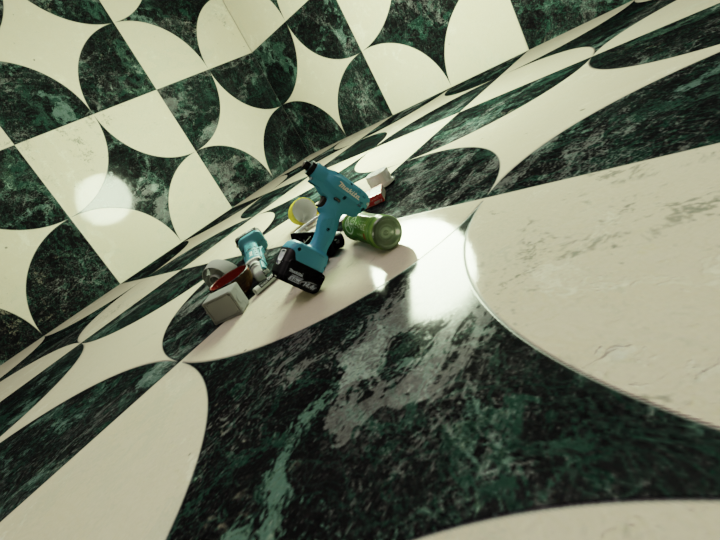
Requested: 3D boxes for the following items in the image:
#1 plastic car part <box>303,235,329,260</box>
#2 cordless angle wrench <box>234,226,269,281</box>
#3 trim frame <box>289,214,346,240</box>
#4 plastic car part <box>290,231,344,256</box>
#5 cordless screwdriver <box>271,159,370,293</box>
[{"bbox_3d":[-0.113,-0.016,0.944,0.074,0.063,0.115,4,40,36],"label":"plastic car part"},{"bbox_3d":[-0.316,-0.042,1.260,0.097,0.072,0.439,-33,23,-6],"label":"cordless angle wrench"},{"bbox_3d":[-0.108,-0.142,1.256,0.257,0.027,0.183,-17,23,32],"label":"trim frame"},{"bbox_3d":[-0.102,-0.067,1.045,0.065,0.066,0.212,-10,8,-30],"label":"plastic car part"},{"bbox_3d":[-0.099,-0.089,0.851,0.249,0.153,0.077,-62,22,-9],"label":"cordless screwdriver"}]
